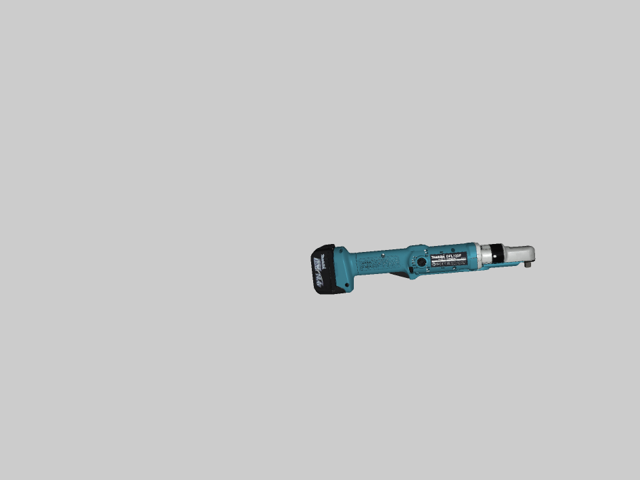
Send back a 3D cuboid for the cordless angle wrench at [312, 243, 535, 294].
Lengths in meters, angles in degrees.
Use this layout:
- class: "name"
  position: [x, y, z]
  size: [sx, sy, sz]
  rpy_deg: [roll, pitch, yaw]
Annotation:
- class: "cordless angle wrench"
  position: [0.196, 0.042, 0.836]
  size: [0.423, 0.098, 0.074]
  rpy_deg: [-5, 5, 10]
